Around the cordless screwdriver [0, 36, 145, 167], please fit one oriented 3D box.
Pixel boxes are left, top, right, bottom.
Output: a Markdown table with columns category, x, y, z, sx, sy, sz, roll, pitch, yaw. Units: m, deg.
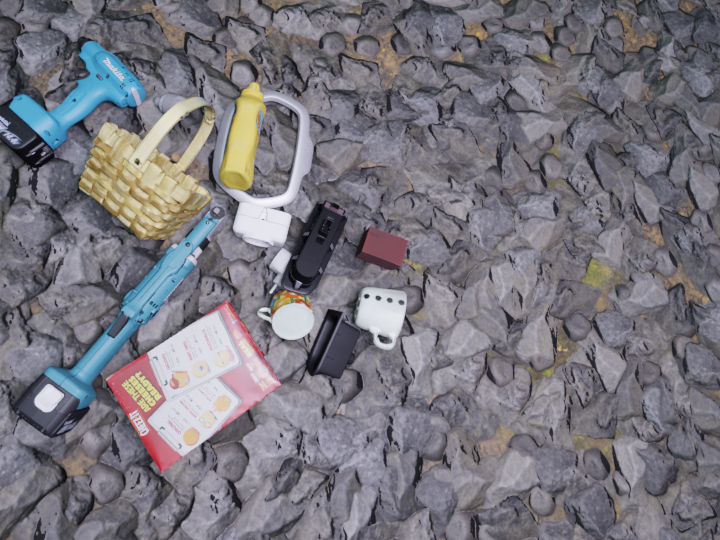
| category | x | y | z | sx | sy | sz | roll | pitch | yaw |
| --- | --- | --- | --- | --- | --- | --- | --- | --- | --- |
| cordless screwdriver | -0.534 | -0.310 | 0.756 | 0.160 | 0.074 | 0.247 | 45 | 71 | 3 |

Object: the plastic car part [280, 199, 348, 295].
| category | x | y | z | sx | sy | sz | roll | pitch | yaw |
| --- | --- | --- | --- | --- | --- | --- | --- | --- | --- |
| plastic car part | -0.072 | -0.047 | 0.737 | 0.065 | 0.068 | 0.204 | 30 | 59 | -13 |

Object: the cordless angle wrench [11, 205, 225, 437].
| category | x | y | z | sx | sy | sz | roll | pitch | yaw |
| --- | --- | --- | --- | --- | --- | --- | --- | --- | --- |
| cordless angle wrench | -0.360 | 0.057 | 0.691 | 0.074 | 0.098 | 0.422 | 35 | 71 | -3 |

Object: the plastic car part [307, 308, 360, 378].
| category | x | y | z | sx | sy | sz | roll | pitch | yaw |
| --- | --- | --- | --- | --- | --- | --- | --- | --- | --- |
| plastic car part | -0.040 | 0.134 | 0.731 | 0.068 | 0.068 | 0.117 | 25 | 78 | -20 |

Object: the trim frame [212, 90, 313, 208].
| category | x | y | z | sx | sy | sz | roll | pitch | yaw |
| --- | --- | --- | --- | --- | --- | --- | --- | --- | --- |
| trim frame | -0.182 | -0.234 | 0.810 | 0.182 | 0.027 | 0.252 | 8 | 74 | -5 |
